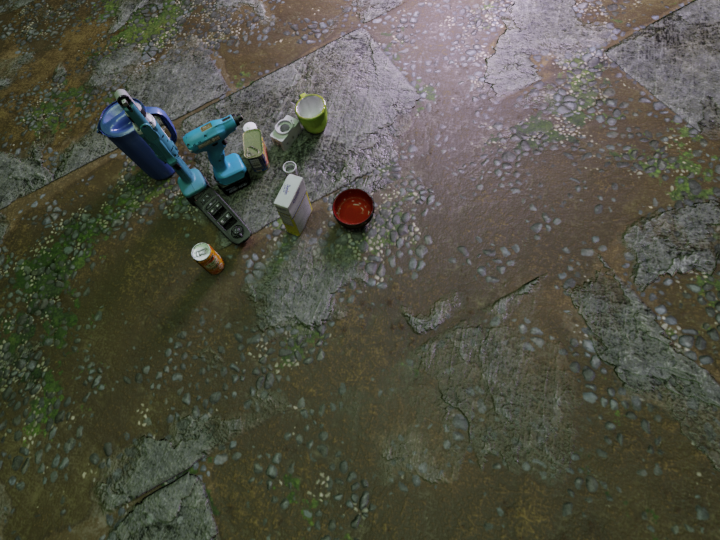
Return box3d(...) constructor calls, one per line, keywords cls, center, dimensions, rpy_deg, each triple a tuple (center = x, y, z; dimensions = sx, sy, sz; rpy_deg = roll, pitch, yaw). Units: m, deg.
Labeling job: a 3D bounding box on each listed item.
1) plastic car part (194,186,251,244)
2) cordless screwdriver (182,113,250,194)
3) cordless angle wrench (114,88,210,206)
box3d(cls="plastic car part", center=(-0.379, -0.142, 1.186), dimensions=(0.066, 0.065, 0.211), rpy_deg=(-43, 68, -10))
box3d(cls="cordless screwdriver", center=(-0.364, -0.321, 1.163), dimensions=(0.158, 0.241, 0.077), rpy_deg=(-29, 70, -6))
box3d(cls="cordless angle wrench", center=(-0.500, -0.307, 1.087), dimensions=(0.074, 0.409, 0.102), rpy_deg=(-31, 70, -7))
